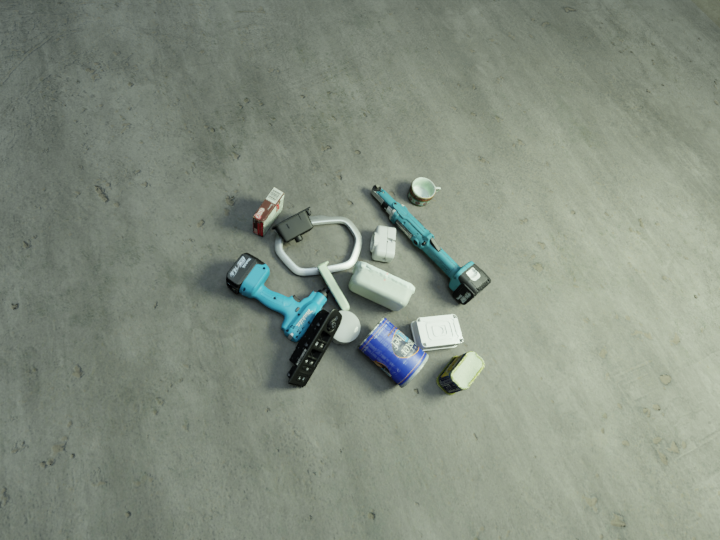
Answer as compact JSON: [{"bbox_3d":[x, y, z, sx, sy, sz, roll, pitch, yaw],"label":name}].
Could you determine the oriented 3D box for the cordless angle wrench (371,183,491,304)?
[{"bbox_3d":[0.175,-0.092,1.195,0.073,0.096,0.438,-33,69,-22],"label":"cordless angle wrench"}]

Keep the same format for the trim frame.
[{"bbox_3d":[-0.115,-0.075,1.175,0.245,0.027,0.190,-10,67,-10],"label":"trim frame"}]

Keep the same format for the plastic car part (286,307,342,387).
[{"bbox_3d":[-0.113,0.176,1.013,0.071,0.062,0.203,31,87,47],"label":"plastic car part"}]

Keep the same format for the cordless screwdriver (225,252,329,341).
[{"bbox_3d":[-0.211,0.047,1.079,0.252,0.074,0.158,36,65,5],"label":"cordless screwdriver"}]

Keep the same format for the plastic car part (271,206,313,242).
[{"bbox_3d":[-0.175,-0.113,1.147,0.115,0.067,0.071,-34,90,-18],"label":"plastic car part"}]
